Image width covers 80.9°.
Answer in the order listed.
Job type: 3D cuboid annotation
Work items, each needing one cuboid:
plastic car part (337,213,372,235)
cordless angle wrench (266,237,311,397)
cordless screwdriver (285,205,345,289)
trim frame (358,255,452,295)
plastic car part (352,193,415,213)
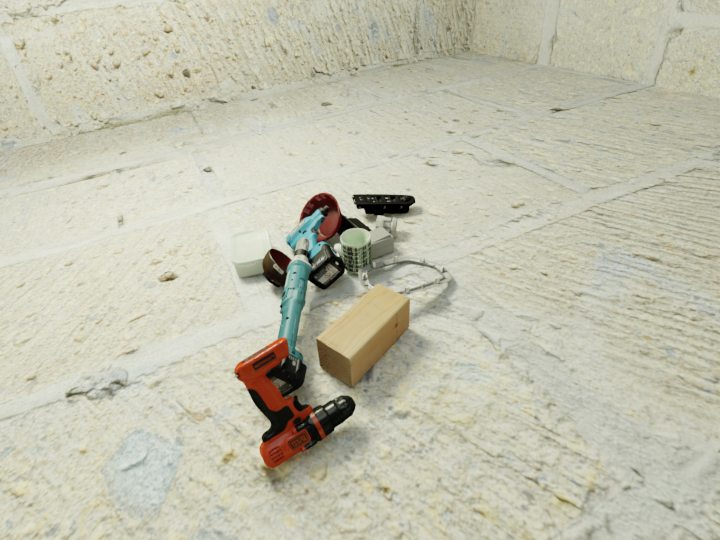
[{"bbox_3d":[-0.009,-0.122,1.267,0.068,0.065,0.123,-15,38,-36],"label":"plastic car part"},{"bbox_3d":[-0.153,0.069,0.955,0.099,0.071,0.434,-41,30,33],"label":"cordless angle wrench"},{"bbox_3d":[-0.112,-0.073,1.149,0.160,0.070,0.262,-45,38,9],"label":"cordless screwdriver"},{"bbox_3d":[0.110,0.011,1.057,0.240,0.027,0.195,-13,31,-29],"label":"trim frame"},{"bbox_3d":[0.077,-0.209,1.351,0.202,0.065,0.068,-5,29,-4],"label":"plastic car part"}]
